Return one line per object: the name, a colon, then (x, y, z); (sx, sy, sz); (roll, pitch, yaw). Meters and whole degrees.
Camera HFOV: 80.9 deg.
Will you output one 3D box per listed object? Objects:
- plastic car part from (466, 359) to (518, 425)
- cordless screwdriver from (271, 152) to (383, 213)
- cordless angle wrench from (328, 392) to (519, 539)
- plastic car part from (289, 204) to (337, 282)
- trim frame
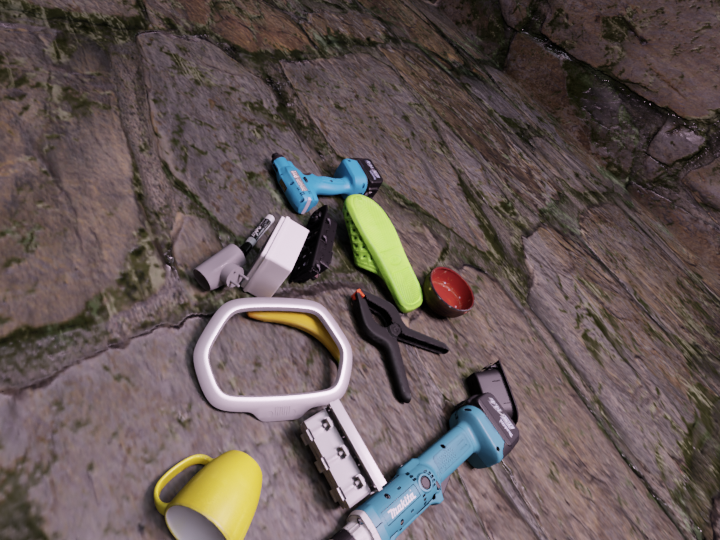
plastic car part: (0.237, 0.234, 0.785); (0.069, 0.065, 0.121); (1, 55, -14)
cordless screwdriver: (-0.080, -0.218, 0.979); (0.240, 0.074, 0.165); (-15, 62, -36)
cordless angle wrench: (0.081, 0.310, 0.607); (0.408, 0.074, 0.101); (-20, 66, -39)
plastic car part: (-0.082, -0.053, 0.836); (0.064, 0.067, 0.208); (29, 41, -24)
trim frame: (-0.126, 0.129, 0.643); (0.239, 0.028, 0.190); (3, 61, -24)
